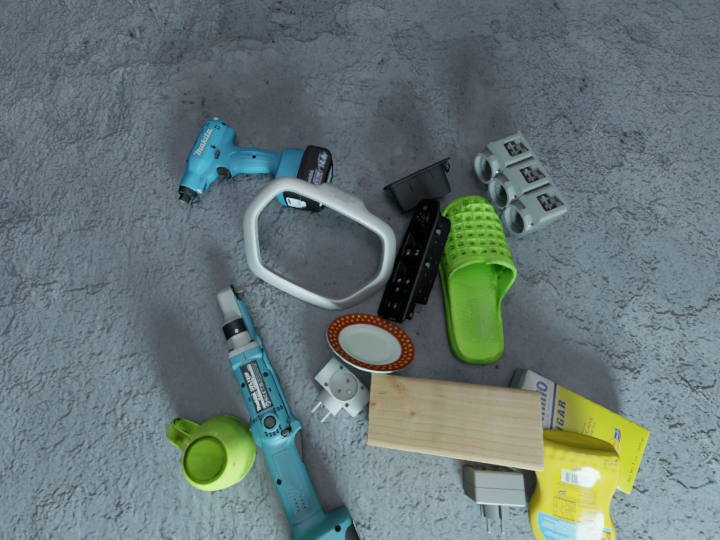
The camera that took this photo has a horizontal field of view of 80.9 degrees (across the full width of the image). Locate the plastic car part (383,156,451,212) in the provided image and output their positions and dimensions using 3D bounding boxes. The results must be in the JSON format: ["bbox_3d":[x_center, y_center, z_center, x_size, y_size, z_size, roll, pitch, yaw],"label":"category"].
[{"bbox_3d":[0.102,-0.133,0.714,0.116,0.066,0.071,-28,91,-6],"label":"plastic car part"}]

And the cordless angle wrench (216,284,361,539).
[{"bbox_3d":[-0.121,0.212,0.593,0.097,0.073,0.436,-24,72,-9],"label":"cordless angle wrench"}]

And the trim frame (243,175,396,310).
[{"bbox_3d":[-0.064,-0.042,0.656,0.246,0.028,0.184,26,98,-4],"label":"trim frame"}]

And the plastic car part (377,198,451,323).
[{"bbox_3d":[0.094,-0.014,0.659,0.065,0.068,0.204,19,82,-21],"label":"plastic car part"}]

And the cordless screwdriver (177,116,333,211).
[{"bbox_3d":[-0.177,-0.157,0.711,0.253,0.072,0.160,17,73,9],"label":"cordless screwdriver"}]
